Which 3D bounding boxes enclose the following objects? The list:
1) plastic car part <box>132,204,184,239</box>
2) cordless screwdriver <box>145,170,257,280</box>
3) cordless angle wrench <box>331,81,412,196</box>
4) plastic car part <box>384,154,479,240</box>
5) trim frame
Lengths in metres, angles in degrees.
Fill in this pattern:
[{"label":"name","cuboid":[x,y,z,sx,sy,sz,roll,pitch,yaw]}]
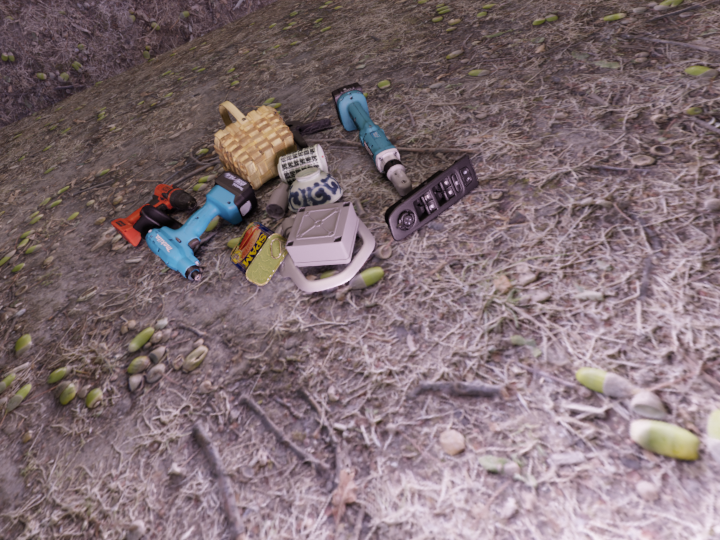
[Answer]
[{"label":"plastic car part","cuboid":[-0.472,-0.095,0.978,0.071,0.110,0.069,-42,40,15]},{"label":"cordless screwdriver","cuboid":[-0.328,-0.097,0.926,0.166,0.072,0.247,36,68,22]},{"label":"cordless angle wrench","cuboid":[0.027,-0.301,0.959,0.074,0.093,0.443,-21,46,-2]},{"label":"plastic car part","cuboid":[0.119,-0.134,0.773,0.201,0.063,0.071,-40,36,-15]},{"label":"trim frame","cuboid":[-0.079,-0.052,0.808,0.183,0.026,0.262,-30,45,-6]}]
